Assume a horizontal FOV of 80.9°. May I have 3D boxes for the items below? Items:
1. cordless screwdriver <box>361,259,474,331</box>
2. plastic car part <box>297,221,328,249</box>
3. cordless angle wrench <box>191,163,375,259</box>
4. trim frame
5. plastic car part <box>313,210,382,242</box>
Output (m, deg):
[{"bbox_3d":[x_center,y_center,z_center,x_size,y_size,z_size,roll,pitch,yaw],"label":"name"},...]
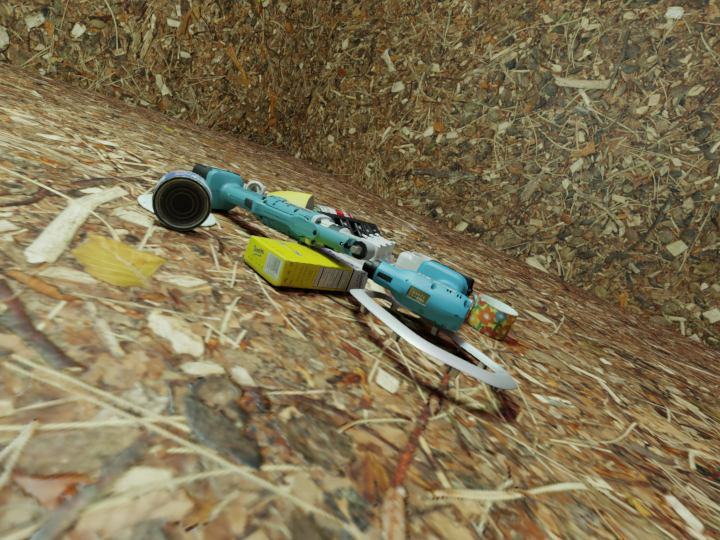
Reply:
[{"bbox_3d":[0.103,0.023,0.692,0.165,0.074,0.241,27,10,16],"label":"cordless screwdriver"},{"bbox_3d":[-0.077,-0.050,0.789,0.070,0.066,0.118,36,9,-9],"label":"plastic car part"},{"bbox_3d":[-0.146,-0.099,0.721,0.447,0.074,0.093,25,13,36],"label":"cordless angle wrench"},{"bbox_3d":[0.085,0.082,0.548,0.175,0.027,0.262,20,7,-33],"label":"trim frame"},{"bbox_3d":[-0.037,-0.082,0.921,0.192,0.068,0.068,12,54,-45],"label":"plastic car part"}]
